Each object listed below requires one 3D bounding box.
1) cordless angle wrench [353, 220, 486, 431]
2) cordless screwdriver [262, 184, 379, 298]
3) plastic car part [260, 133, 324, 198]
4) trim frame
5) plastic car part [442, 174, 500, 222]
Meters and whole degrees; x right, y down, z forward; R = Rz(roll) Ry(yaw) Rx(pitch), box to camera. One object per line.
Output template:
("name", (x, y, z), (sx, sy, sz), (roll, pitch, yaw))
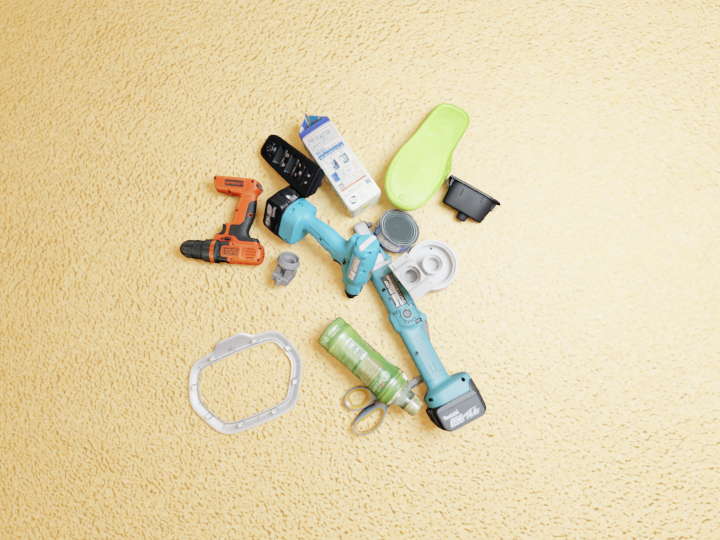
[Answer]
("cordless angle wrench", (0.088, 0.088, 0.823), (0.097, 0.073, 0.434), (-25, 75, -8))
("cordless screwdriver", (-0.083, -0.054, 0.851), (0.258, 0.156, 0.073), (35, 48, 19))
("plastic car part", (-0.137, -0.223, 0.877), (0.214, 0.064, 0.066), (41, 120, 33))
("trim frame", (-0.237, 0.224, 0.864), (0.250, 0.027, 0.188), (-23, 78, 5))
("plastic car part", (0.214, -0.136, 0.855), (0.118, 0.065, 0.071), (35, 101, 6))
